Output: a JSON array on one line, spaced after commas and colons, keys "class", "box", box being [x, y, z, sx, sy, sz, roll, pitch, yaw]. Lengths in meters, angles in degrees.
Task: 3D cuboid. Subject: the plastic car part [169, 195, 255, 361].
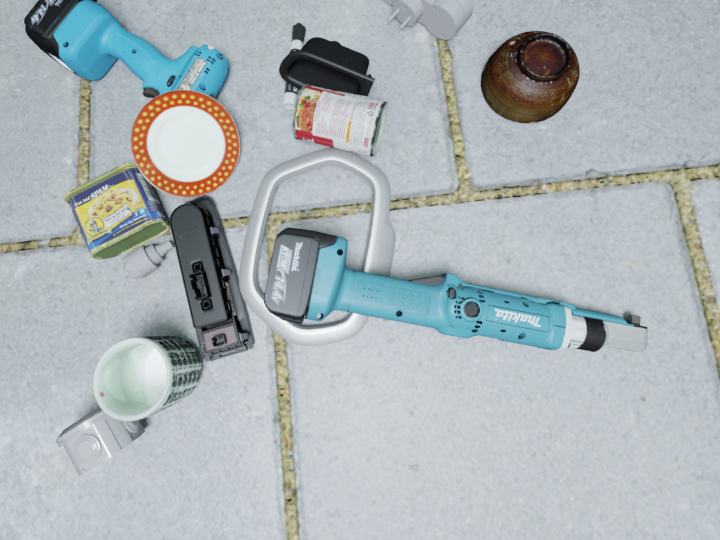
[{"class": "plastic car part", "box": [-0.190, 0.004, 0.508, 0.067, 0.065, 0.207, -18, 77, 6]}]

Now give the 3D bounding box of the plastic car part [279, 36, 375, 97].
[{"class": "plastic car part", "box": [-0.036, -0.260, 0.538, 0.116, 0.066, 0.071, 26, 62, -2]}]

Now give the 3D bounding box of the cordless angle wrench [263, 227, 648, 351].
[{"class": "cordless angle wrench", "box": [0.110, 0.040, 0.464, 0.421, 0.074, 0.098, 11, 82, -2]}]

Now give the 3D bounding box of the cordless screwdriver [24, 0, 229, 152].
[{"class": "cordless screwdriver", "box": [-0.314, -0.260, 0.556, 0.251, 0.074, 0.159, 27, 83, 4]}]

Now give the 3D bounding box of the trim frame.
[{"class": "trim frame", "box": [-0.051, -0.033, 0.520, 0.186, 0.027, 0.250, 9, 79, 6]}]
